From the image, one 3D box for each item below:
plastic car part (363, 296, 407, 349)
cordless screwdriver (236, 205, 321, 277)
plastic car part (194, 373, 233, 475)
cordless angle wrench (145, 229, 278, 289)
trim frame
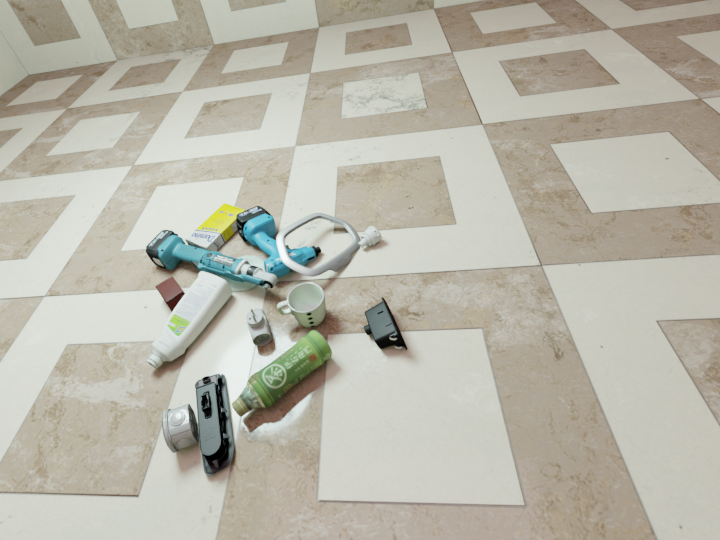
[{"bbox_3d":[0.044,0.123,0.917,0.071,0.062,0.122,-29,43,3],"label":"plastic car part"},{"bbox_3d":[-0.232,-0.087,1.168,0.155,0.072,0.263,-25,49,-25],"label":"cordless screwdriver"},{"bbox_3d":[-0.291,0.288,0.832,0.065,0.065,0.213,-14,47,-13],"label":"plastic car part"},{"bbox_3d":[-0.393,-0.021,1.122,0.443,0.071,0.098,14,53,28],"label":"cordless angle wrench"},{"bbox_3d":[-0.109,-0.071,1.113,0.191,0.027,0.243,38,48,19],"label":"trim frame"}]
